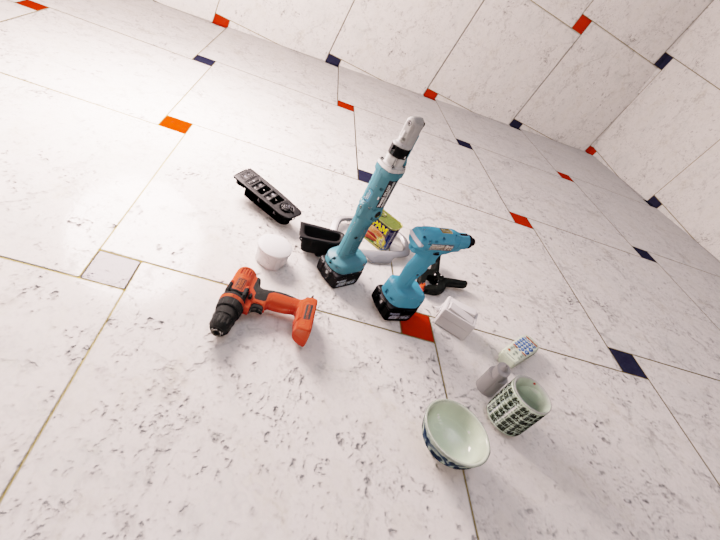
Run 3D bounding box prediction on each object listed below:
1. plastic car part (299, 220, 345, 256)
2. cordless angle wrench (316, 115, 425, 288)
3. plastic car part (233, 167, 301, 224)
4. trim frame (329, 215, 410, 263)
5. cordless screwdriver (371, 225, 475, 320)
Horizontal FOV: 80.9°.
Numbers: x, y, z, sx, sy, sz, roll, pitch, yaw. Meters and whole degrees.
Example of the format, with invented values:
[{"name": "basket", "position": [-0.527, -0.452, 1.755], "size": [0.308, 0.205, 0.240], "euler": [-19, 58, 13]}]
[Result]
[{"name": "plastic car part", "position": [-0.102, -0.067, 1.045], "size": [0.114, 0.070, 0.068], "euler": [15, 38, -14]}, {"name": "cordless angle wrench", "position": [0.022, -0.135, 0.904], "size": [0.094, 0.420, 0.078], "euler": [-10, 51, -41]}, {"name": "plastic car part", "position": [-0.248, -0.187, 1.116], "size": [0.209, 0.066, 0.065], "euler": [36, 37, 15]}, {"name": "trim frame", "position": [0.026, -0.090, 1.182], "size": [0.239, 0.027, 0.193], "euler": [2, 42, -27]}, {"name": "cordless screwdriver", "position": [0.137, 0.006, 0.938], "size": [0.153, 0.247, 0.078], "euler": [3, 43, -30]}]
